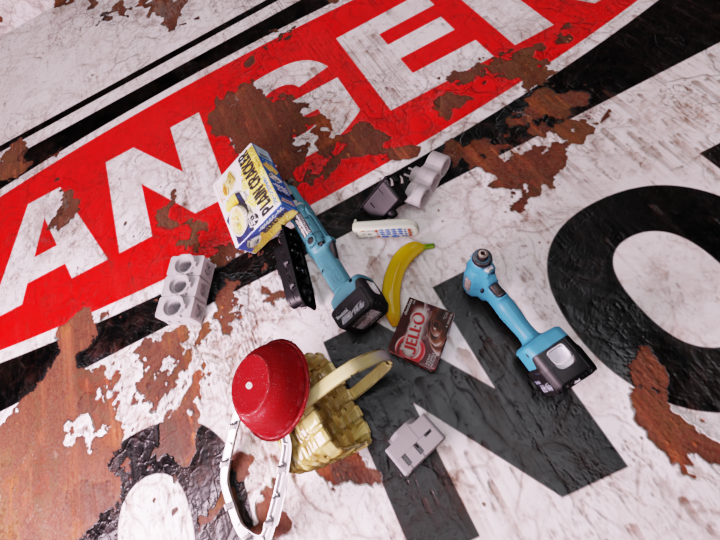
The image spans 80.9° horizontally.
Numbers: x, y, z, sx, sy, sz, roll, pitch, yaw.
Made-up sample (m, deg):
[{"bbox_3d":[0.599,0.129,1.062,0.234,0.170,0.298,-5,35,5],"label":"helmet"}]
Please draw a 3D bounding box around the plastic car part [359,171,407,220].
[{"bbox_3d":[0.057,-0.148,0.916,0.064,0.117,0.073,-21,68,-44],"label":"plastic car part"}]

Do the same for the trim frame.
[{"bbox_3d":[-0.182,0.339,0.716,0.195,0.026,0.247,20,97,41],"label":"trim frame"}]

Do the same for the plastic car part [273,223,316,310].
[{"bbox_3d":[-0.149,0.000,0.918,0.068,0.063,0.212,-30,59,11],"label":"plastic car part"}]

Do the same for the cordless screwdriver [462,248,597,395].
[{"bbox_3d":[0.263,0.076,0.700,0.074,0.152,0.260,-33,62,-3],"label":"cordless screwdriver"}]

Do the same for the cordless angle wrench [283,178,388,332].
[{"bbox_3d":[-0.090,-0.059,0.920,0.098,0.070,0.444,-45,54,17],"label":"cordless angle wrench"}]
